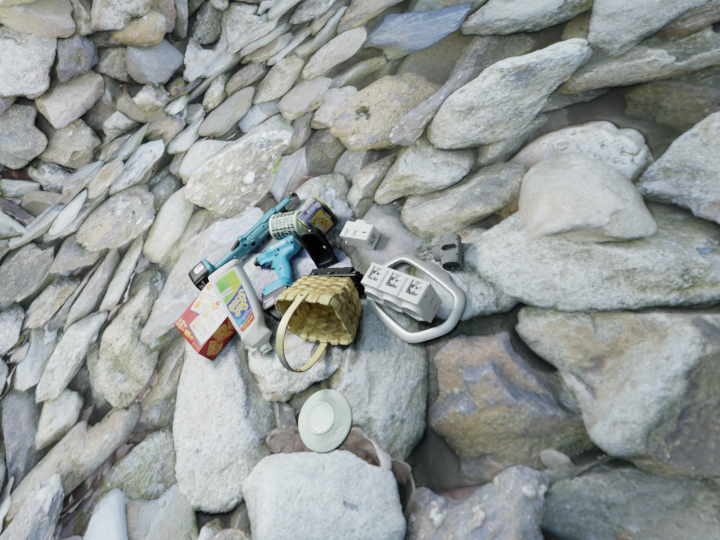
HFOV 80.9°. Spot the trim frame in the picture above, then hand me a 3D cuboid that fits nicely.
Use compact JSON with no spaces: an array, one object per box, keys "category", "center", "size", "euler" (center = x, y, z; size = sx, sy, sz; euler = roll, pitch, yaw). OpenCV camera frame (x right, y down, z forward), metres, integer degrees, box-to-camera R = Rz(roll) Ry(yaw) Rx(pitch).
[{"category":"trim frame","center":[0.119,0.057,0.959],"size":[0.184,0.026,0.263],"euler":[-47,45,-3]}]

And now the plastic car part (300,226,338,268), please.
[{"category":"plastic car part","center":[-0.113,-0.074,1.151],"size":[0.067,0.112,0.072],"euler":[-22,25,17]}]

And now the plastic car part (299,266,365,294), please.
[{"category":"plastic car part","center":[-0.070,0.020,1.073],"size":[0.212,0.063,0.067],"euler":[-6,46,36]}]

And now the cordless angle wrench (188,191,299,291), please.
[{"category":"cordless angle wrench","center":[-0.350,-0.095,1.331],"size":[0.421,0.093,0.079],"euler":[-44,46,-7]}]

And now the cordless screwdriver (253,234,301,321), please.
[{"category":"cordless screwdriver","center":[-0.238,0.023,1.181],"size":[0.162,0.070,0.258],"euler":[-27,45,19]}]
